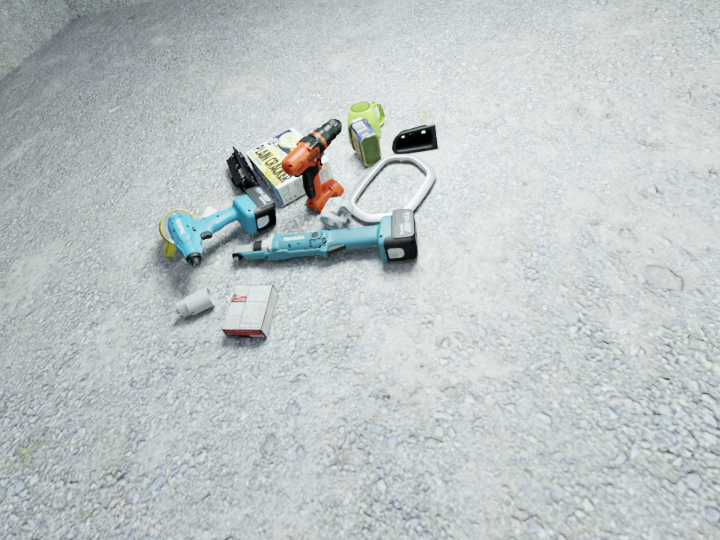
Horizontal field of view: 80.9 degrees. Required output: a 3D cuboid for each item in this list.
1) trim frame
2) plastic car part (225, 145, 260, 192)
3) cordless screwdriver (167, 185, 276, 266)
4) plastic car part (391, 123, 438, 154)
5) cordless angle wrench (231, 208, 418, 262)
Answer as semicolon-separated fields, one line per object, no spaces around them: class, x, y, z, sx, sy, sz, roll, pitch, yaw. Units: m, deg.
trim frame;0.073;-0.204;1.030;0.193;0.026;0.248;20;62;28
plastic car part;-0.336;-0.277;1.195;0.067;0.062;0.213;-40;49;15
cordless screwdriver;-0.316;-0.103;0.998;0.243;0.072;0.168;-24;53;-21
plastic car part;0.140;-0.352;1.114;0.119;0.063;0.072;-6;35;15
cordless angle wrench;-0.092;-0.060;0.938;0.433;0.071;0.100;-5;51;16
